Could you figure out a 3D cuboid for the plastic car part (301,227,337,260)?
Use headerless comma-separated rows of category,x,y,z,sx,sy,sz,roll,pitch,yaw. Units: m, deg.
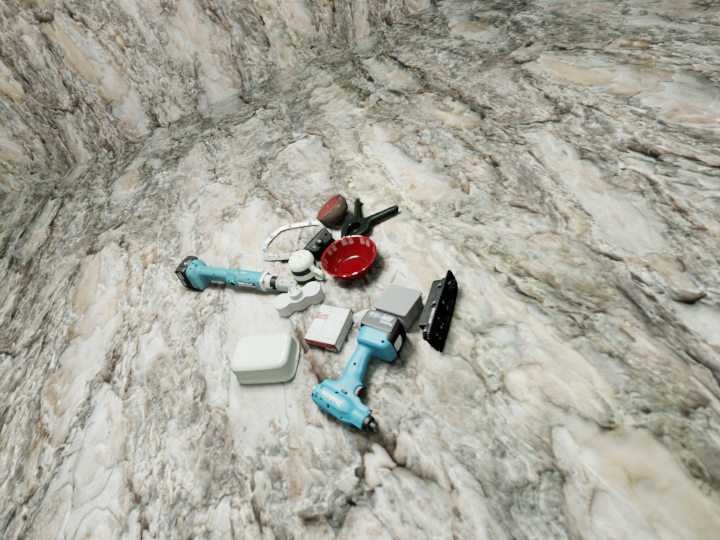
plastic car part,-0.124,-0.081,1.269,0.067,0.070,0.115,40,65,6

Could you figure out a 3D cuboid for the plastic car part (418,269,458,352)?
plastic car part,0.180,0.089,0.979,0.069,0.064,0.203,-17,36,48

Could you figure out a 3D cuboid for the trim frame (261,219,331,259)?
trim frame,-0.213,-0.099,1.376,0.255,0.026,0.188,-6,46,18

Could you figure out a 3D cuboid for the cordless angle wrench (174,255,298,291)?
cordless angle wrench,-0.375,0.024,1.286,0.440,0.094,0.074,6,45,26

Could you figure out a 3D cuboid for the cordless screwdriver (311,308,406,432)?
cordless screwdriver,0.021,0.214,0.915,0.168,0.070,0.248,18,60,37
